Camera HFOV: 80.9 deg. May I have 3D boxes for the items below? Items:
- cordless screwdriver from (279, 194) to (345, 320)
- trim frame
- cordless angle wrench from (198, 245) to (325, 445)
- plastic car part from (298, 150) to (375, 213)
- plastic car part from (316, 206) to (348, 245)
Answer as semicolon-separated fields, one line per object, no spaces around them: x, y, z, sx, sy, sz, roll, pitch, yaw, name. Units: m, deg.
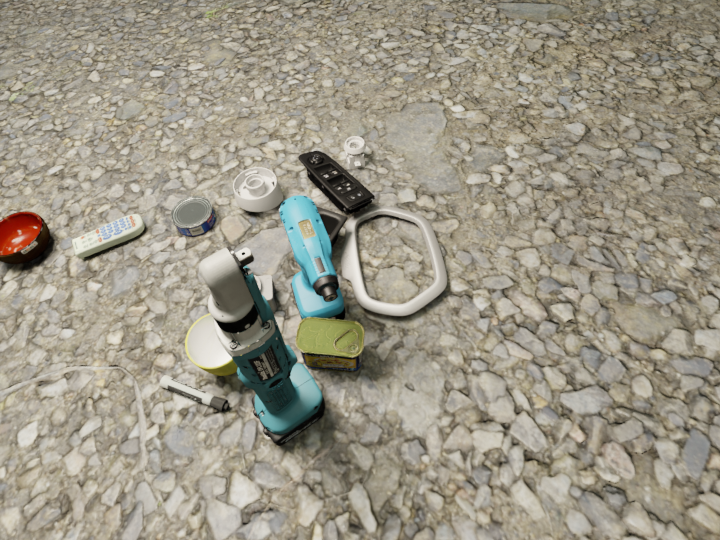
-0.064;0.022;0.631;0.073;0.240;0.166;-17;58;-10;cordless screwdriver
0.055;-0.026;0.782;0.184;0.026;0.257;-8;56;-1;trim frame
-0.107;0.105;0.478;0.096;0.409;0.078;-30;62;-18;cordless angle wrench
-0.055;-0.181;0.873;0.065;0.065;0.213;-31;59;-17;plastic car part
-0.077;-0.050;0.785;0.068;0.068;0.117;20;60;15;plastic car part
